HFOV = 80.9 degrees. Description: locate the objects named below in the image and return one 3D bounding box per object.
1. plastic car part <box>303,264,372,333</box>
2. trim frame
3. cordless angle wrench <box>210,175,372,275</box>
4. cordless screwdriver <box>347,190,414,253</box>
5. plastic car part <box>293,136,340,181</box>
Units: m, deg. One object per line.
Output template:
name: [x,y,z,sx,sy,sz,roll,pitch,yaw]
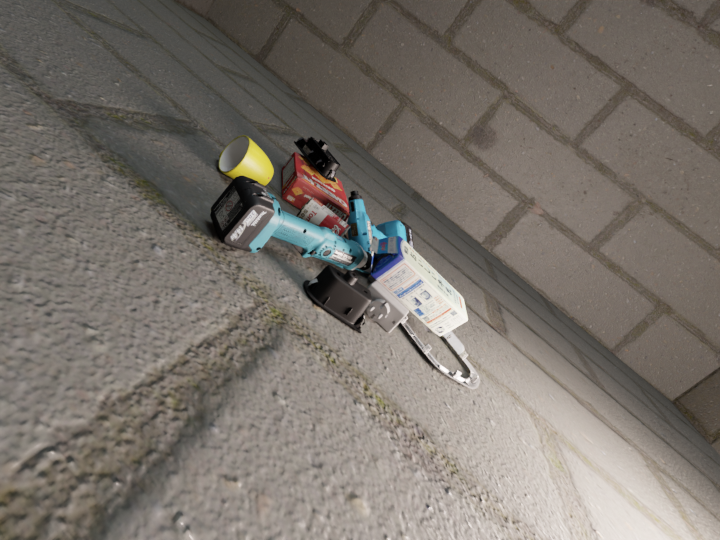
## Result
plastic car part: [-0.027,0.035,0.691,0.113,0.071,0.067,37,18,-15]
trim frame: [0.149,0.133,0.860,0.174,0.027,0.262,18,26,-48]
cordless angle wrench: [-0.076,-0.050,0.775,0.400,0.098,0.078,20,30,-51]
cordless screwdriver: [0.044,-0.100,1.030,0.237,0.077,0.161,3,76,-59]
plastic car part: [-0.105,-0.301,1.114,0.062,0.067,0.213,28,24,-45]
